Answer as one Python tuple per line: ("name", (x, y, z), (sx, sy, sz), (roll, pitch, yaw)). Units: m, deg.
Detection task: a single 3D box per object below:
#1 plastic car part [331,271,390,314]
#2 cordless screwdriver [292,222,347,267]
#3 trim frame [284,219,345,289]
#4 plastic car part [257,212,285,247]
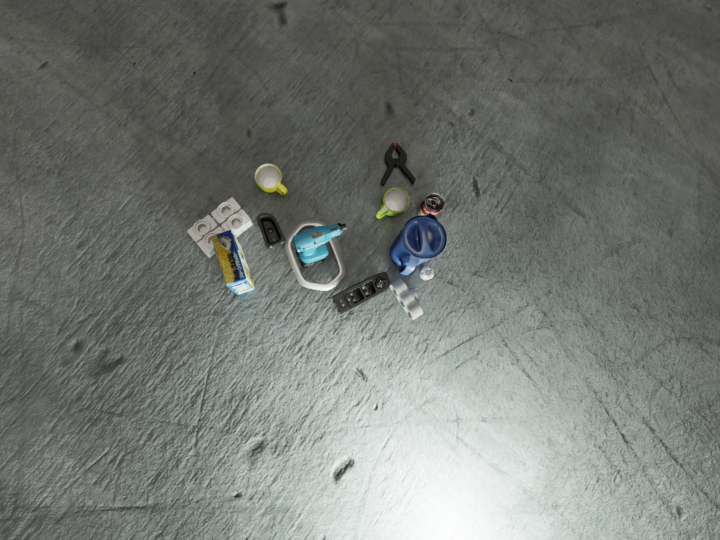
("plastic car part", (0.005, 0.072, 1.377), (0.201, 0.066, 0.067), (-28, 82, -9))
("cordless screwdriver", (-0.129, -0.084, 1.317), (0.158, 0.247, 0.075), (-20, 83, -10))
("trim frame", (-0.150, -0.052, 1.421), (0.182, 0.027, 0.253), (-22, 78, -8))
("plastic car part", (-0.300, -0.132, 1.412), (0.065, 0.070, 0.119), (-22, 80, -10))
